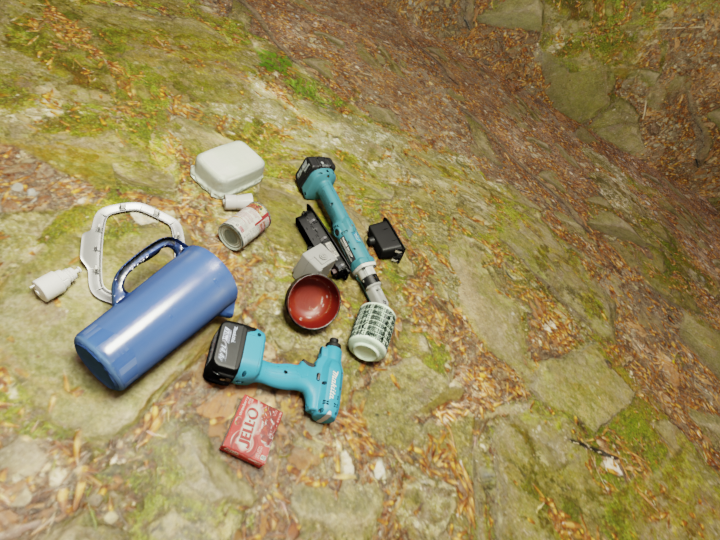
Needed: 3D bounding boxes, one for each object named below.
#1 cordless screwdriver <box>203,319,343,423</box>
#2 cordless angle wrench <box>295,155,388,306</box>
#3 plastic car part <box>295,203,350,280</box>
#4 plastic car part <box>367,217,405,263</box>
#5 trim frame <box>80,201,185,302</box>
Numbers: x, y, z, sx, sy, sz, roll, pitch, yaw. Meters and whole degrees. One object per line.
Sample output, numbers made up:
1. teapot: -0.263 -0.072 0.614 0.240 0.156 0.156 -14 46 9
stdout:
1. cordless screwdriver: -0.144 0.159 0.760 0.242 0.075 0.163 23 45 -15
2. cordless angle wrench: -0.038 -0.093 1.018 0.071 0.098 0.439 -7 60 -38
3. plastic car part: -0.096 -0.063 0.985 0.066 0.064 0.211 -23 65 -12
4. plastic car part: 0.055 -0.075 1.074 0.069 0.065 0.122 -15 58 -21
5. trim frame: -0.430 -0.040 0.809 0.177 0.027 0.258 0 55 -26
